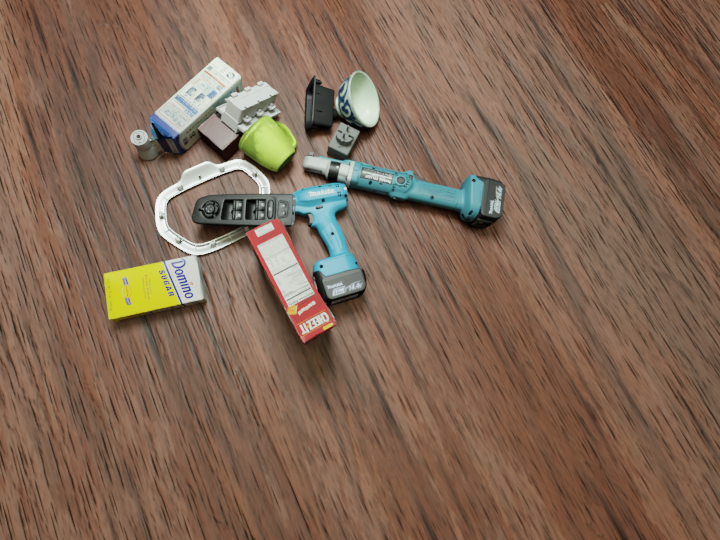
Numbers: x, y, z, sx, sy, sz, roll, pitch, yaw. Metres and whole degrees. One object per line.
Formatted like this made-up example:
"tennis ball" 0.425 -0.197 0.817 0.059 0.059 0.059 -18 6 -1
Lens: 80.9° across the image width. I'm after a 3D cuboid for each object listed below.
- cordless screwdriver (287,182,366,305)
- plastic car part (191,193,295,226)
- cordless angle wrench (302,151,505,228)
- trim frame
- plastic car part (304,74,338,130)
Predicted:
"cordless screwdriver" -0.084 -0.055 0.855 0.158 0.073 0.254 -12 73 -7
"plastic car part" -0.229 -0.116 0.838 0.203 0.067 0.067 1 86 0
"cordless angle wrench" 0.083 -0.183 0.902 0.424 0.073 0.099 13 76 2
"trim frame" -0.307 -0.139 0.884 0.246 0.027 0.188 -27 78 -8
"plastic car part" -0.086 -0.362 0.944 0.069 0.067 0.118 2 79 -21
